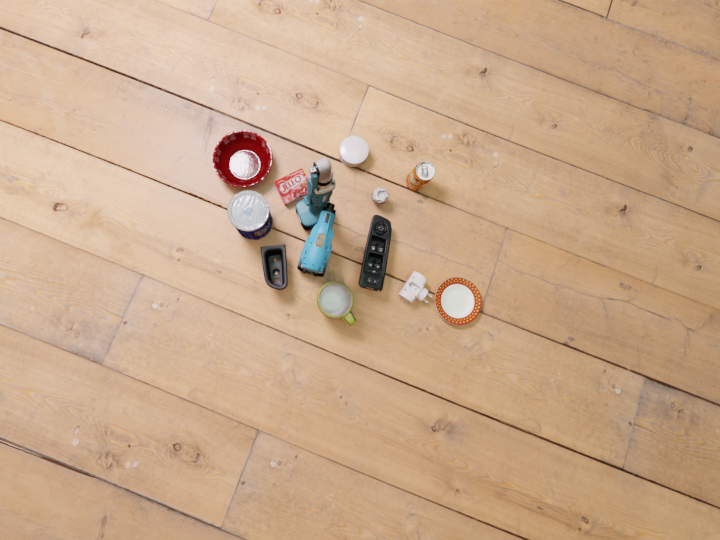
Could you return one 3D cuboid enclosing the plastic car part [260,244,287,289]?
[{"bbox_3d":[-0.224,-0.004,1.115,0.065,0.071,0.118,-6,83,-7],"label":"plastic car part"}]

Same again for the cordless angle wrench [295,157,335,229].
[{"bbox_3d":[-0.096,-0.174,0.970,0.097,0.424,0.075,-23,88,-10],"label":"cordless angle wrench"}]

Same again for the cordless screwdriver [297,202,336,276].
[{"bbox_3d":[-0.102,-0.067,1.041,0.074,0.249,0.160,17,82,-6],"label":"cordless screwdriver"}]

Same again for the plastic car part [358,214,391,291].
[{"bbox_3d":[0.040,-0.047,1.137,0.066,0.067,0.204,12,81,-4],"label":"plastic car part"}]
